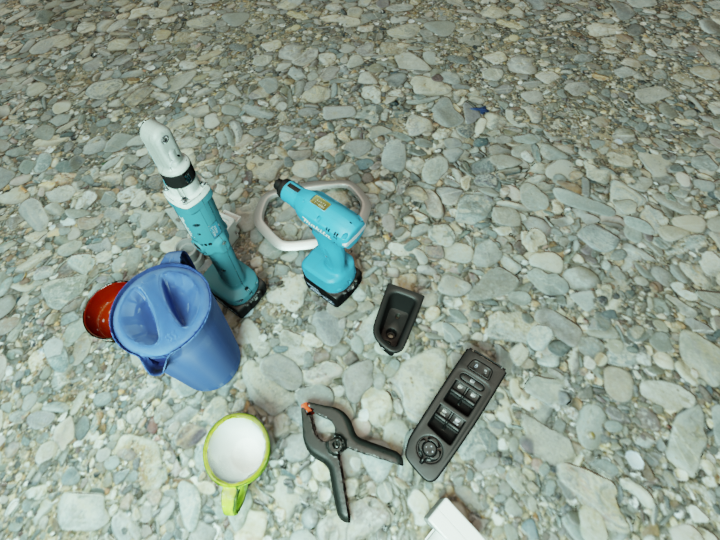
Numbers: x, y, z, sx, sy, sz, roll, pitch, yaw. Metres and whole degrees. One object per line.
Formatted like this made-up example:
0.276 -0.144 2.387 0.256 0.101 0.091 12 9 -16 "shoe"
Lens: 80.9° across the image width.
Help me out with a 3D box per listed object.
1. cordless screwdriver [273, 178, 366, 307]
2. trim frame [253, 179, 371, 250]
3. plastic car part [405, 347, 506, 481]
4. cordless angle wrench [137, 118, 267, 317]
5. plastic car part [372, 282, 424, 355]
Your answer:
-0.070 -0.046 0.715 0.165 0.241 0.074 36 66 19 "cordless screwdriver"
-0.101 -0.122 0.888 0.248 0.026 0.191 -11 59 -3 "trim frame"
0.138 0.219 0.644 0.069 0.065 0.201 33 66 19 "plastic car part"
-0.227 -0.054 0.633 0.101 0.410 0.074 32 65 16 "cordless angle wrench"
0.057 0.093 0.723 0.068 0.069 0.117 18 62 12 "plastic car part"
